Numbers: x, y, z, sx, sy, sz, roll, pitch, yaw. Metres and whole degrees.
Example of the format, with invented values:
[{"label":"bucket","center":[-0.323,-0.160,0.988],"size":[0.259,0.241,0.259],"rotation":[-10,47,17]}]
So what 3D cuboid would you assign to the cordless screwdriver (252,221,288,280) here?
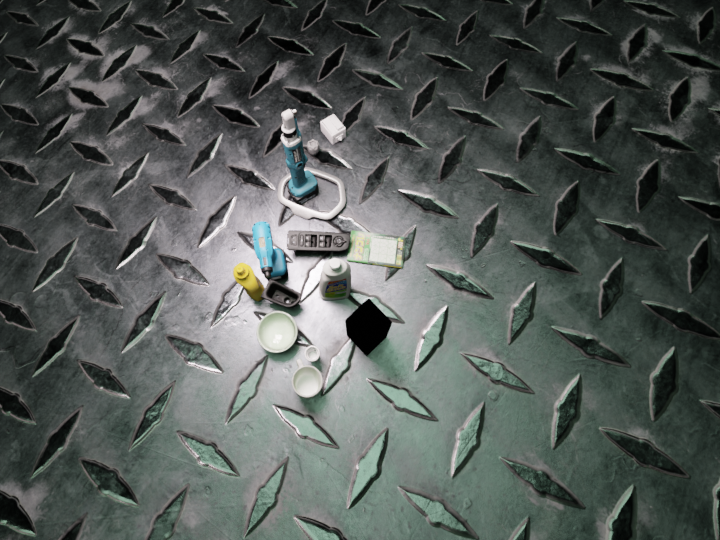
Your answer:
[{"label":"cordless screwdriver","center":[-0.266,-0.025,1.253],"size":[0.074,0.243,0.163],"rotation":[-11,70,-4]}]

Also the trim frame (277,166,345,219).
[{"label":"trim frame","center":[-0.168,-0.266,1.457],"size":[0.254,0.027,0.185],"rotation":[21,72,12]}]

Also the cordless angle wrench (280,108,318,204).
[{"label":"cordless angle wrench","center":[-0.195,-0.338,1.280],"size":[0.097,0.413,0.077],"rotation":[-30,74,-11]}]

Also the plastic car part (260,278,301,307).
[{"label":"plastic car part","center":[-0.237,0.083,1.301],"size":[0.119,0.069,0.066],"rotation":[23,72,11]}]

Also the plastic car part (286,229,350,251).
[{"label":"plastic car part","center":[-0.133,-0.087,1.363],"size":[0.204,0.065,0.068],"rotation":[1,70,4]}]
